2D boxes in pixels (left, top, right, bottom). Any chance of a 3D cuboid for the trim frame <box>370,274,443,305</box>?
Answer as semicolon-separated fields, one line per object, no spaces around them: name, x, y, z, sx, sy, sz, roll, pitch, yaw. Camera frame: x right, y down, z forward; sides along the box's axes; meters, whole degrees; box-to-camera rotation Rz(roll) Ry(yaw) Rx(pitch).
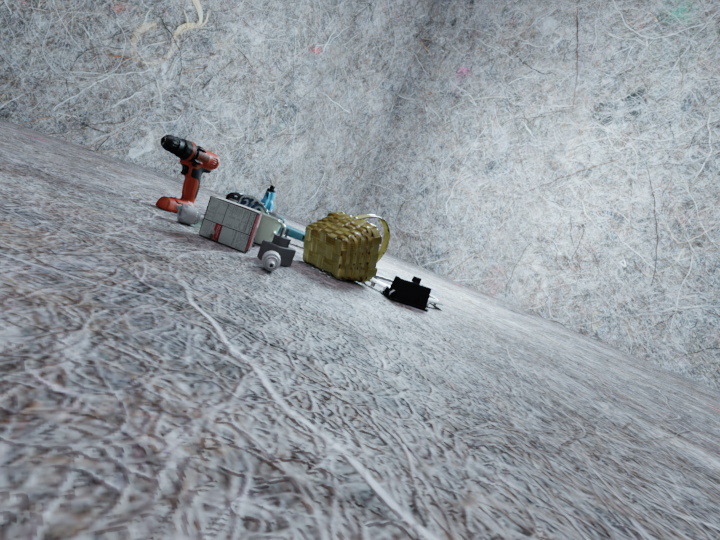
trim frame;0.108;0.052;1.142;0.237;0.027;0.193;19;5;-28

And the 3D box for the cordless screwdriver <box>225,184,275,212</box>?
cordless screwdriver;-0.360;-0.223;1.420;0.076;0.158;0.243;22;7;11

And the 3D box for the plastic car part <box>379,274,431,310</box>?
plastic car part;0.118;0.046;1.008;0.113;0.070;0.068;15;8;-19

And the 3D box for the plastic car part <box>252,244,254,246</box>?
plastic car part;-0.321;-0.114;1.056;0.063;0.067;0.214;9;9;-34

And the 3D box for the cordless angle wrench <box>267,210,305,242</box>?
cordless angle wrench;-0.138;-0.090;1.413;0.414;0.074;0.100;22;5;-12
